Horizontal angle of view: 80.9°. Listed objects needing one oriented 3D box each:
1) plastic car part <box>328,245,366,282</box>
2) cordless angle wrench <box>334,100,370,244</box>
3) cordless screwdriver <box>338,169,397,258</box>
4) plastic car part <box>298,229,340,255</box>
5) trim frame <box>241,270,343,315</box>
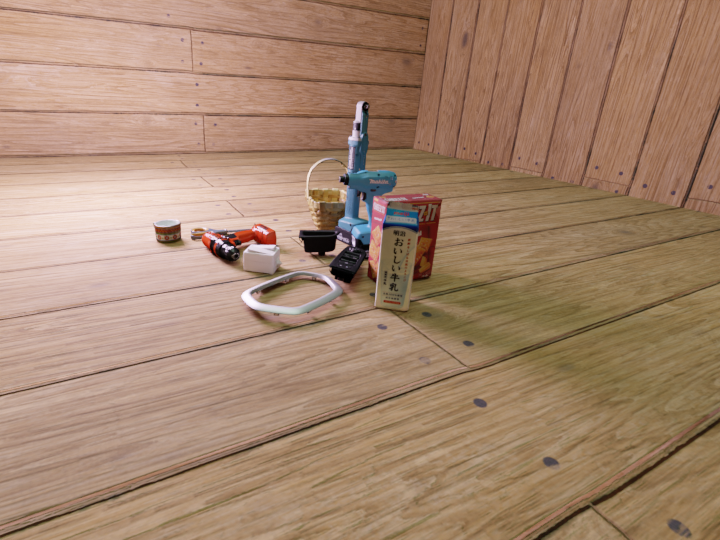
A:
[{"bbox_3d":[-0.028,-0.013,1.073,0.068,0.066,0.203,8,23,9],"label":"plastic car part"},{"bbox_3d":[-0.012,-0.288,1.275,0.071,0.415,0.104,-12,27,-39],"label":"cordless angle wrench"},{"bbox_3d":[0.010,-0.159,1.193,0.156,0.244,0.077,-1,21,-13],"label":"cordless screwdriver"},{"bbox_3d":[-0.118,-0.077,1.207,0.116,0.069,0.067,3,22,-2],"label":"plastic car part"},{"bbox_3d":[-0.152,0.049,0.961,0.194,0.027,0.241,18,27,31],"label":"trim frame"}]
